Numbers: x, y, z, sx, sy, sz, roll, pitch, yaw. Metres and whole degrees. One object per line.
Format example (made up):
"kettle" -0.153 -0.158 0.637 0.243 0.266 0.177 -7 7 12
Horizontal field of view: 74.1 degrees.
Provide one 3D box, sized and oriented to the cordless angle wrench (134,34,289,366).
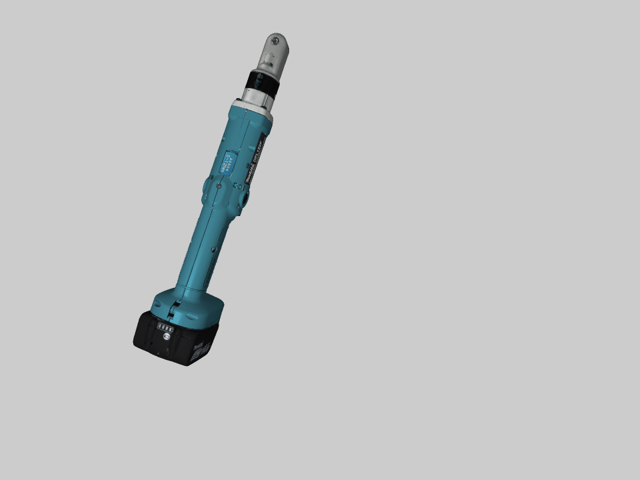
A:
"cordless angle wrench" -0.119 -0.059 0.537 0.074 0.423 0.098 19 0 6
